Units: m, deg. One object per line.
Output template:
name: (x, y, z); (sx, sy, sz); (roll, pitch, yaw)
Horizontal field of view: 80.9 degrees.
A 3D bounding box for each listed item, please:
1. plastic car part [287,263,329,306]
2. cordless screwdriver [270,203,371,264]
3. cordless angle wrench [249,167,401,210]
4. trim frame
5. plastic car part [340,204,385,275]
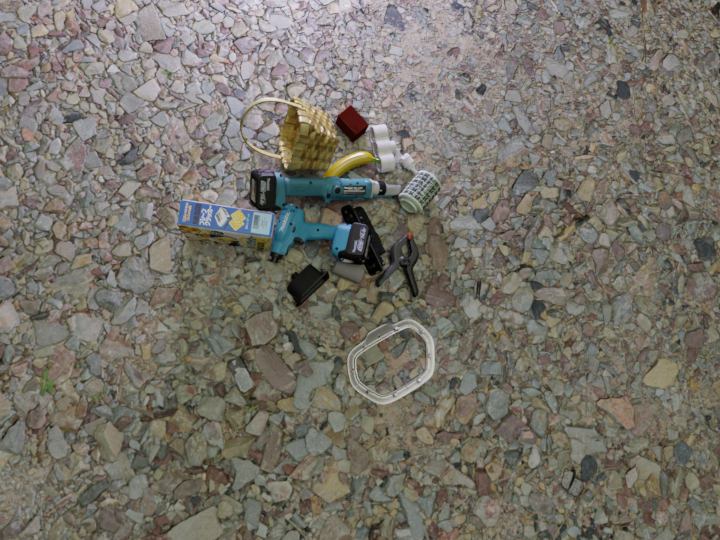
plastic car part: (-0.144, 0.029, 1.090); (0.116, 0.064, 0.073); (-41, 75, -11)
cordless screwdriver: (-0.105, -0.069, 1.074); (0.256, 0.072, 0.160); (15, 77, 16)
cordless angle wrench: (-0.073, -0.211, 1.099); (0.408, 0.078, 0.096); (-5, 114, -25)
trim frame: (0.084, 0.233, 1.096); (0.246, 0.027, 0.186); (-27, 83, -11)
plastic car part: (0.015, -0.092, 1.132); (0.066, 0.067, 0.205); (-27, 84, -24)
